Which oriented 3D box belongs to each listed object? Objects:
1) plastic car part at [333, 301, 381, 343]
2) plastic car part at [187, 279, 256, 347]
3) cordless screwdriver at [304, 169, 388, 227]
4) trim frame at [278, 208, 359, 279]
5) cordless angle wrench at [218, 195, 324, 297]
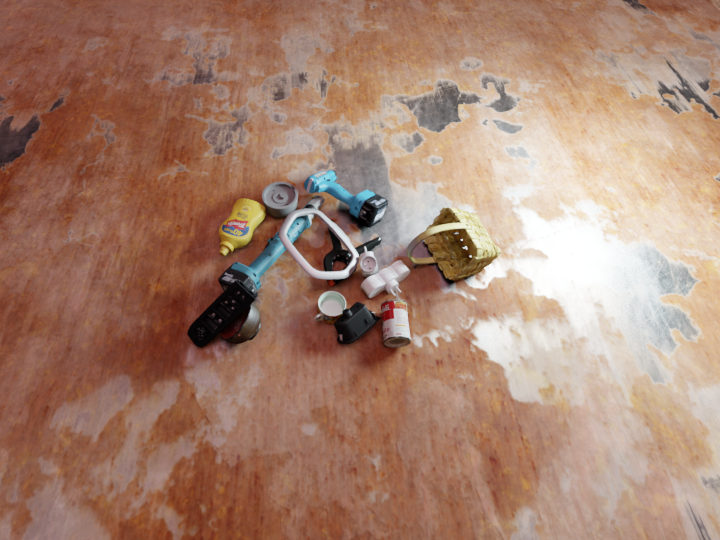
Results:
[{"bbox_3d":[-0.018,0.123,1.054,0.115,0.068,0.069,-37,27,-24],"label":"plastic car part"},{"bbox_3d":[-0.343,0.101,1.032,0.203,0.064,0.069,-44,19,8],"label":"plastic car part"},{"bbox_3d":[-0.035,-0.236,1.295,0.257,0.073,0.156,30,35,15],"label":"cordless screwdriver"},{"bbox_3d":[-0.113,-0.074,1.157,0.180,0.027,0.258,-31,67,-30],"label":"trim frame"},{"bbox_3d":[-0.224,-0.084,1.195,0.103,0.071,0.420,15,51,30],"label":"cordless angle wrench"}]
